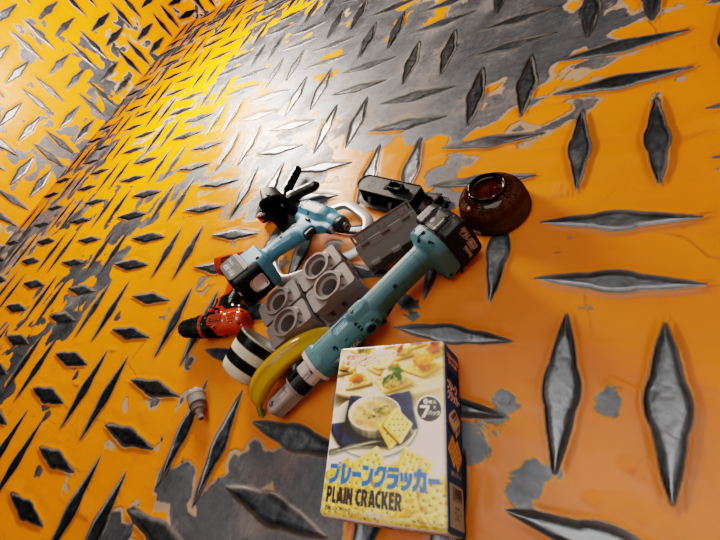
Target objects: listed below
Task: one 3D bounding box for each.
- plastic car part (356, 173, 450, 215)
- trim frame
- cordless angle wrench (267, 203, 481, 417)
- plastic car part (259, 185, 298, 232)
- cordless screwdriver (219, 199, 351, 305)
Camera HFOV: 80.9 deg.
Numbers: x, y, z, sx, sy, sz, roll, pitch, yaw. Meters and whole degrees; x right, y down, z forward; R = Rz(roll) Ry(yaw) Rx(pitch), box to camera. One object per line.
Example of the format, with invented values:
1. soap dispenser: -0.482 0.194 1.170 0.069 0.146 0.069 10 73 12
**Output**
1. plastic car part: 0.064 -0.146 0.819 0.215 0.063 0.066 23 78 46
2. trim frame: -0.085 -0.056 0.874 0.253 0.026 0.191 -22 47 17
3. cordless angle wrench: 0.006 0.076 0.668 0.423 0.092 0.078 -45 40 1
4. plastic car part: -0.183 -0.148 0.945 0.066 0.110 0.074 -34 47 7
5. cordless screwdriver: -0.140 -0.039 0.811 0.247 0.071 0.168 -43 36 -15
